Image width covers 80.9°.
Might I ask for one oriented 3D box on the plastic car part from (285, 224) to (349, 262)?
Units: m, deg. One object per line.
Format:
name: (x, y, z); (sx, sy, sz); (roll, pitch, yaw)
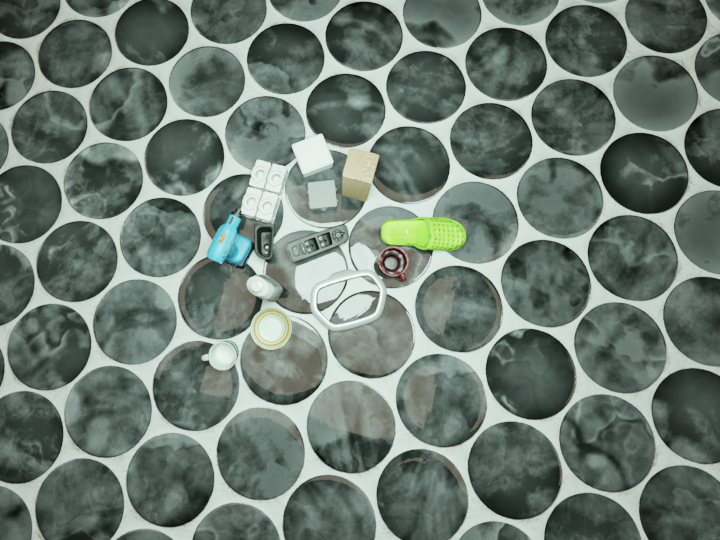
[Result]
plastic car part: (-0.132, -0.086, 1.352); (0.203, 0.066, 0.067); (-21, 84, -1)

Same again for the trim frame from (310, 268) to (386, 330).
trim frame: (-0.038, 0.089, 1.342); (0.248, 0.027, 0.186); (-17, 81, 0)

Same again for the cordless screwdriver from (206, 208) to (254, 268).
cordless screwdriver: (-0.378, -0.090, 1.271); (0.075, 0.247, 0.159); (25, 84, 0)

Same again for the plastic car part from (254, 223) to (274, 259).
plastic car part: (-0.305, -0.088, 1.357); (0.066, 0.070, 0.117); (-1, 82, -1)
